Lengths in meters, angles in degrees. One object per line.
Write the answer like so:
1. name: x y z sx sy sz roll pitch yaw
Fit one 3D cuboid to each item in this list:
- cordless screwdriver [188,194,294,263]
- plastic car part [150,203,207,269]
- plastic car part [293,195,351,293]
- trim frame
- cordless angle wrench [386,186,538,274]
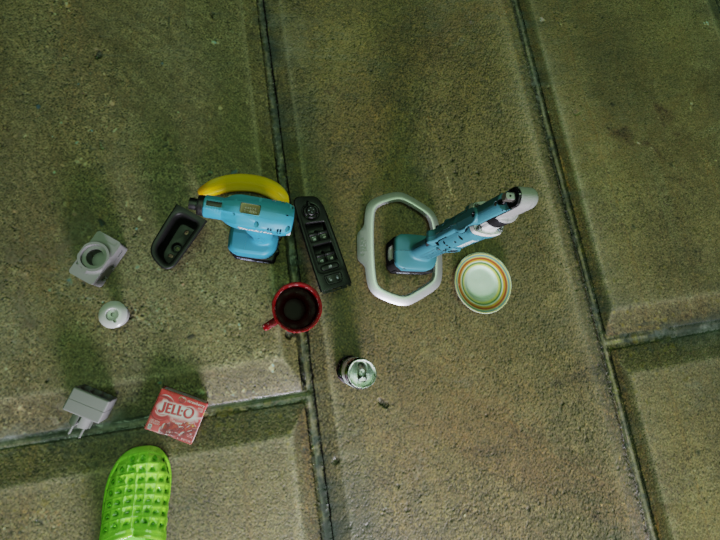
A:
1. cordless screwdriver: -0.206 -0.074 0.741 0.157 0.250 0.075 10 79 -11
2. plastic car part: -0.349 -0.055 0.806 0.065 0.071 0.117 29 75 -6
3. plastic car part: -0.083 -0.054 0.851 0.065 0.067 0.206 -16 81 -14
4. trim frame: 0.084 -0.049 0.898 0.181 0.027 0.252 1 78 -9
5. cordless angle wrench: 0.151 -0.058 0.706 0.096 0.426 0.075 3 81 -14
